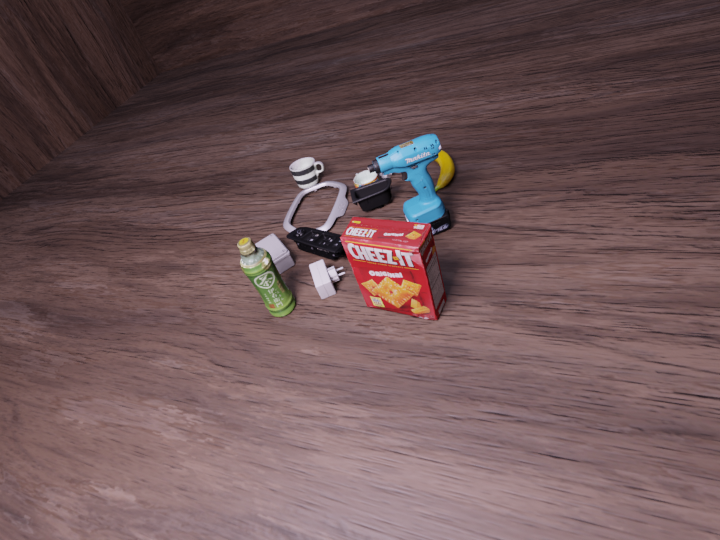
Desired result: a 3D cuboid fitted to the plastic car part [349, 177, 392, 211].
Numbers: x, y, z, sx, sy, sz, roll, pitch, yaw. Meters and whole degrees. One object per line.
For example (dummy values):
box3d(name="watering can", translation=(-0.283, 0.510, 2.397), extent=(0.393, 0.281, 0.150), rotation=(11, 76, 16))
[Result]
box3d(name="plastic car part", translation=(0.038, -0.200, 1.162), extent=(0.118, 0.067, 0.068), rotation=(-16, 42, 8))

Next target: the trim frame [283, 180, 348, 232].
box3d(name="trim frame", translation=(-0.130, -0.185, 1.255), extent=(0.191, 0.026, 0.251), rotation=(-1, 47, 24))

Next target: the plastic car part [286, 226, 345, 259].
box3d(name="plastic car part", translation=(-0.108, -0.070, 1.101), extent=(0.214, 0.064, 0.066), rotation=(21, 57, 38))

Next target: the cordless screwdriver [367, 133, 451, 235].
box3d(name="cordless screwdriver", translation=(0.118, -0.182, 0.979), extent=(0.160, 0.237, 0.077), rotation=(-20, 41, 3))
